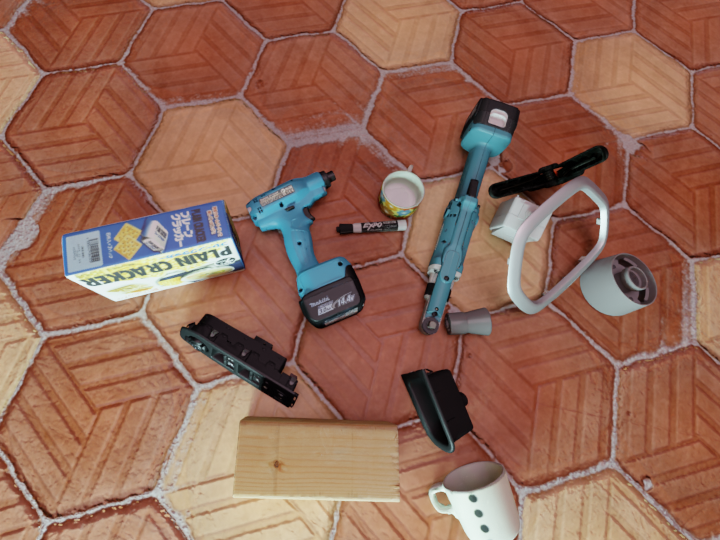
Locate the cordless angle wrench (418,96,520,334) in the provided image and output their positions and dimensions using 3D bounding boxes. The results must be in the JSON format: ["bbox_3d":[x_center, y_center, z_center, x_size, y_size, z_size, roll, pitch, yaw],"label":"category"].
[{"bbox_3d":[0.171,-0.093,0.715,0.075,0.097,0.425,20,75,0],"label":"cordless angle wrench"}]

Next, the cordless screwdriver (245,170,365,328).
[{"bbox_3d":[-0.067,-0.044,0.682,0.158,0.072,0.257,-28,71,-6],"label":"cordless screwdriver"}]

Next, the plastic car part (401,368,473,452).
[{"bbox_3d":[0.123,0.194,0.622,0.069,0.066,0.119,-19,76,-26],"label":"plastic car part"}]

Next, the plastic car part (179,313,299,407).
[{"bbox_3d":[-0.175,0.124,0.627,0.205,0.065,0.067,25,61,5],"label":"plastic car part"}]

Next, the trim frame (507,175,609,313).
[{"bbox_3d":[0.316,-0.038,0.672,0.246,0.029,0.177,-39,117,-16],"label":"trim frame"}]
